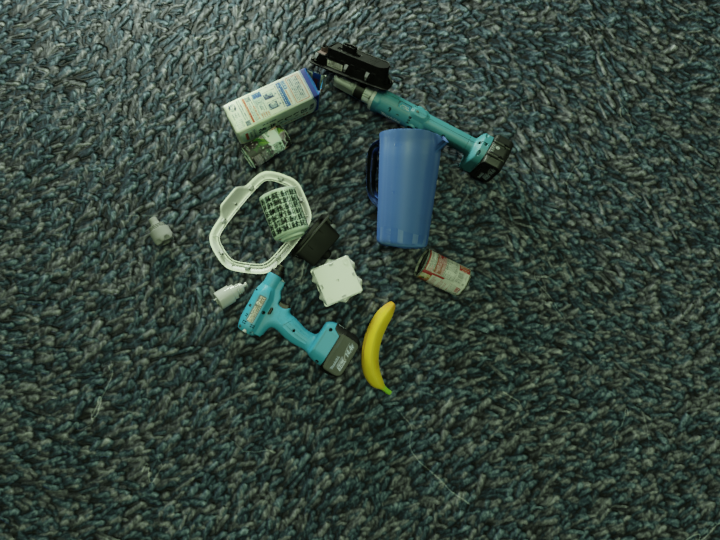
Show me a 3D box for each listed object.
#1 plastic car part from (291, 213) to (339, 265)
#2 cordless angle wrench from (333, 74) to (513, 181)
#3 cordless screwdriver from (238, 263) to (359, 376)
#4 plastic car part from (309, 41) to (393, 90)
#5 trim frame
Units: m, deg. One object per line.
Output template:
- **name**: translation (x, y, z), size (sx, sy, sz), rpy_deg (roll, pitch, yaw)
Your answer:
- **plastic car part**: translation (-0.090, -0.059, 0.925), size (0.069, 0.068, 0.116), rpy_deg (38, 86, -15)
- **cordless angle wrench**: translation (0.125, -0.339, 0.950), size (0.427, 0.097, 0.074), rpy_deg (30, 80, 5)
- **cordless screwdriver**: translation (-0.118, 0.106, 0.894), size (0.251, 0.073, 0.159), rpy_deg (27, 83, 5)
- **plastic car part**: translation (-0.012, -0.461, 0.938), size (0.209, 0.066, 0.065), rpy_deg (33, 46, 16)
- **trim frame**: translation (-0.222, -0.107, 0.938), size (0.185, 0.027, 0.248), rpy_deg (38, 85, 3)
